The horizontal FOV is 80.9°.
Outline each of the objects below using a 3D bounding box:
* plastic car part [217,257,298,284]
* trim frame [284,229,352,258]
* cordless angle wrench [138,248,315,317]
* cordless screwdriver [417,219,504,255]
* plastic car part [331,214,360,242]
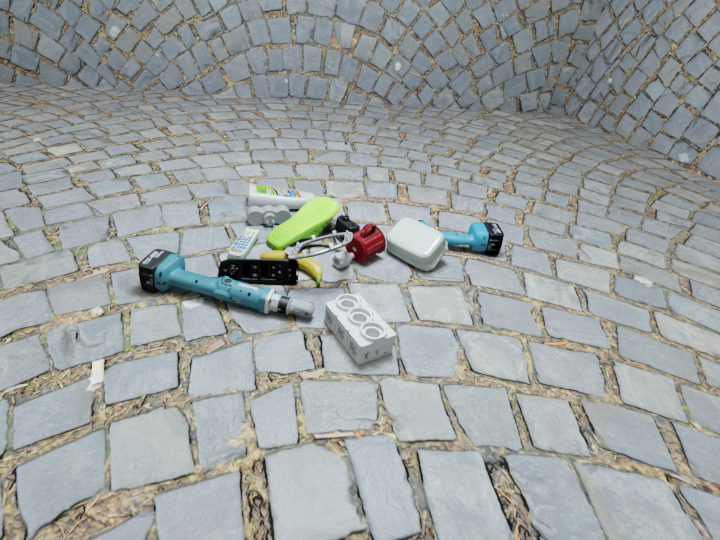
[{"bbox_3d":[-0.262,-0.006,1.085,0.200,0.065,0.069,0,24,-9],"label":"plastic car part"},{"bbox_3d":[-0.111,-0.072,1.134,0.186,0.027,0.251,-15,16,6],"label":"trim frame"},{"bbox_3d":[-0.313,0.044,0.998,0.430,0.073,0.098,14,34,9],"label":"cordless angle wrench"},{"bbox_3d":[0.300,-0.113,1.317,0.248,0.072,0.164,0,33,-2],"label":"cordless screwdriver"},{"bbox_3d":[-0.043,-0.131,1.298,0.064,0.069,0.123,-16,42,-34],"label":"plastic car part"}]
